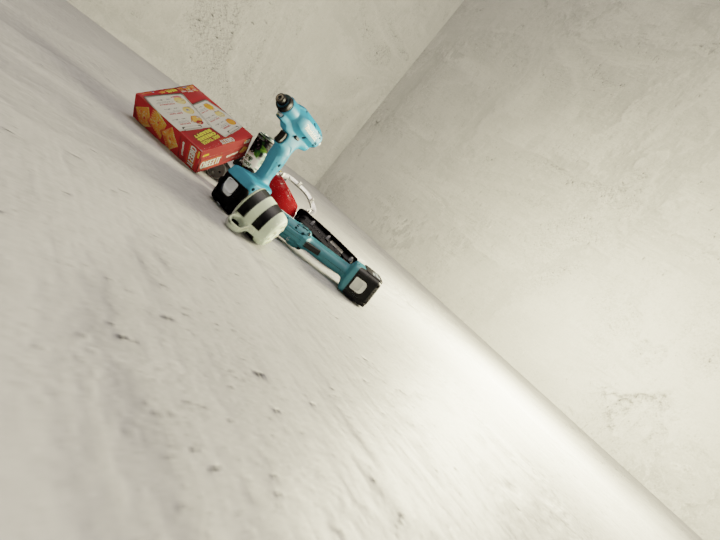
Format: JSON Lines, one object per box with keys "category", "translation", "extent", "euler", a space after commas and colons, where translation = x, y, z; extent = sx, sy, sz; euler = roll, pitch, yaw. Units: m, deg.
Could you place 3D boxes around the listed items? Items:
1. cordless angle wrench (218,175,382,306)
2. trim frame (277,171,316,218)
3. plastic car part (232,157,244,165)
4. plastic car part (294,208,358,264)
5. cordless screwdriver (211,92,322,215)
{"category": "cordless angle wrench", "translation": [-0.141, -0.078, 0.946], "extent": [0.420, 0.074, 0.098], "euler": [37, 8, -3]}
{"category": "trim frame", "translation": [-0.217, -0.227, 1.280], "extent": [0.187, 0.028, 0.240], "euler": [57, 27, 8]}
{"category": "plastic car part", "translation": [-0.392, -0.363, 1.456], "extent": [0.074, 0.066, 0.111], "euler": [27, 4, 28]}
{"category": "plastic car part", "translation": [-0.105, -0.069, 1.074], "extent": [0.206, 0.067, 0.065], "euler": [47, 38, 9]}
{"category": "cordless screwdriver", "translation": [-0.186, -0.216, 0.817], "extent": [0.077, 0.249, 0.153], "euler": [43, 4, 20]}
